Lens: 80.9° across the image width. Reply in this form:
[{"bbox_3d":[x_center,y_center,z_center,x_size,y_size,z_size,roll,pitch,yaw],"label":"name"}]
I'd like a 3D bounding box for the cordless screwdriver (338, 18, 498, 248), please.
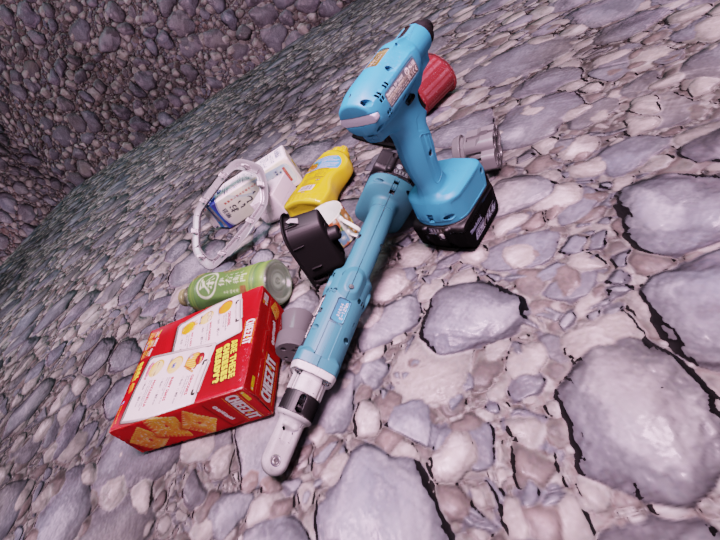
[{"bbox_3d":[0.085,-0.149,0.493,0.078,0.236,0.159,8,58,47],"label":"cordless screwdriver"}]

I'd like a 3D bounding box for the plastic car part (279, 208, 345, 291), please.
[{"bbox_3d":[-0.059,-0.038,0.602,0.072,0.111,0.068,-18,37,14],"label":"plastic car part"}]

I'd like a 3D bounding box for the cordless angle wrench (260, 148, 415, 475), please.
[{"bbox_3d":[-0.017,0.028,0.516,0.097,0.074,0.426,116,177,-61],"label":"cordless angle wrench"}]

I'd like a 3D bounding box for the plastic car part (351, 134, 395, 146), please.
[{"bbox_3d":[0.041,-0.297,0.859,0.066,0.064,0.214,-34,37,-10],"label":"plastic car part"}]

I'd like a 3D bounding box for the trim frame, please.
[{"bbox_3d":[-0.272,-0.115,0.852,0.251,0.026,0.192,-42,60,21],"label":"trim frame"}]
